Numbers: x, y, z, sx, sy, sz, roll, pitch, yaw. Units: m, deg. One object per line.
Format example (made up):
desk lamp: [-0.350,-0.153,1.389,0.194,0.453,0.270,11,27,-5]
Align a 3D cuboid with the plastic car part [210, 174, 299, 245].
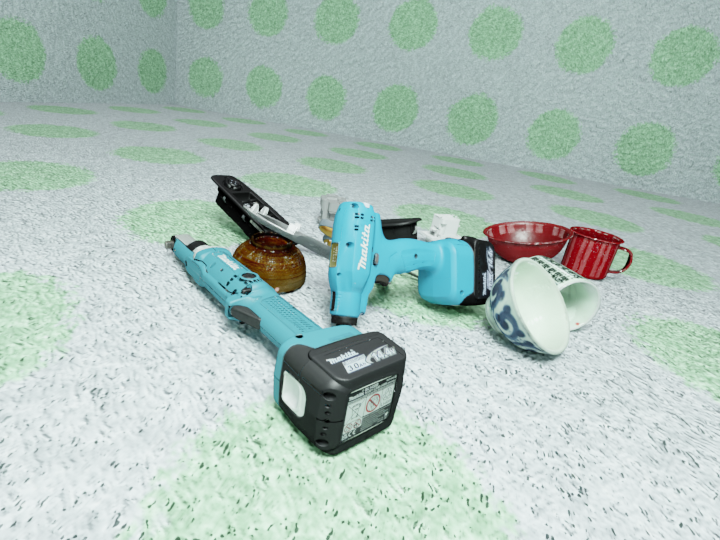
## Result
plastic car part: [-0.191,-0.097,0.746,0.210,0.067,0.064,45,41,18]

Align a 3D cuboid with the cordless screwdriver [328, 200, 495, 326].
cordless screwdriver: [0.067,0.012,0.556,0.237,0.160,0.077,10,-9,-31]

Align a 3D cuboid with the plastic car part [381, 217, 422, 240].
plastic car part: [0.052,-0.057,0.762,0.122,0.070,0.064,4,17,31]

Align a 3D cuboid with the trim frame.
trim frame: [-0.062,-0.040,0.631,0.245,0.027,0.187,29,4,-8]

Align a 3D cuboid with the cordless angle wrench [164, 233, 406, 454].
cordless angle wrench: [-0.133,0.031,0.494,0.094,0.073,0.448,-10,27,-40]
